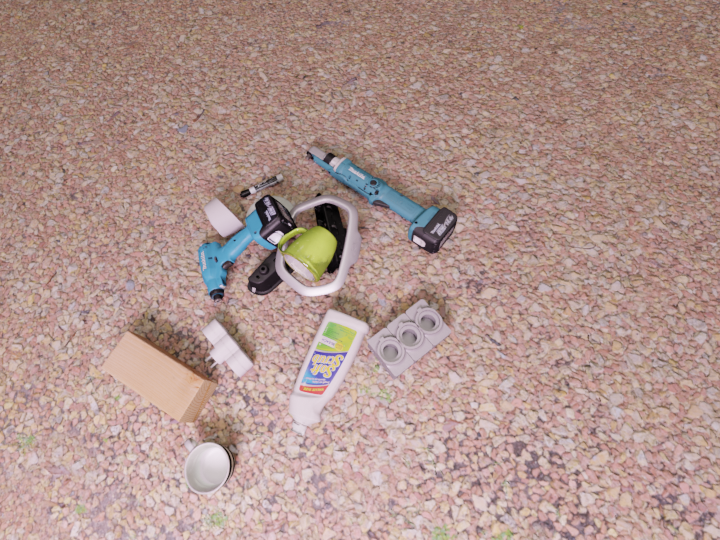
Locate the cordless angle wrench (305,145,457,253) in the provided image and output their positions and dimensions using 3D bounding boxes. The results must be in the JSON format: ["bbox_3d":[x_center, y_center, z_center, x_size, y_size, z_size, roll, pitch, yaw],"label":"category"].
[{"bbox_3d":[0.032,-0.199,1.039,0.440,0.072,0.097,36,74,21],"label":"cordless angle wrench"}]

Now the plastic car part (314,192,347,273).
[{"bbox_3d":[-0.067,-0.098,1.006,0.065,0.065,0.210,-11,66,-17],"label":"plastic car part"}]

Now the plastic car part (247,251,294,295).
[{"bbox_3d":[-0.212,0.003,0.971,0.068,0.069,0.116,40,72,16],"label":"plastic car part"}]

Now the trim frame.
[{"bbox_3d":[-0.092,-0.060,0.944,0.189,0.026,0.252,5,67,14],"label":"trim frame"}]

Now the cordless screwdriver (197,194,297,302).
[{"bbox_3d":[-0.259,-0.046,0.949,0.251,0.070,0.167,-33,54,14],"label":"cordless screwdriver"}]
